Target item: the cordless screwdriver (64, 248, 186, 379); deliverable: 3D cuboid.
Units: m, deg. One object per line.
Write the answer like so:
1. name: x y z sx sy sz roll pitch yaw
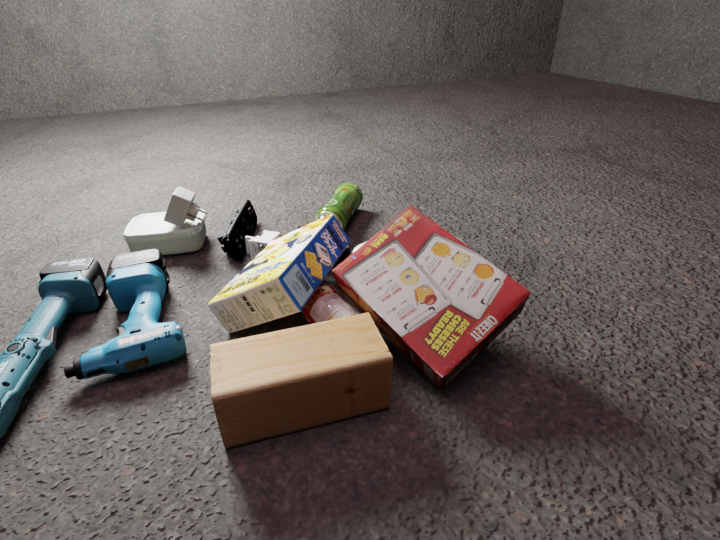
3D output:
1. cordless screwdriver: -0.377 0.066 0.680 0.155 0.072 0.262 -16 38 -19

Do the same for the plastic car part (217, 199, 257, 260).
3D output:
1. plastic car part: -0.272 -0.090 0.936 0.068 0.063 0.207 -23 29 17

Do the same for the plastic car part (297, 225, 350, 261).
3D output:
1. plastic car part: -0.081 -0.053 0.824 0.120 0.066 0.069 7 -4 15

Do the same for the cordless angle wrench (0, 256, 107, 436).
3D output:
1. cordless angle wrench: -0.476 0.126 0.598 0.097 0.072 0.440 -7 34 -7

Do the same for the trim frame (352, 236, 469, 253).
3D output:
1. trim frame: 0.098 -0.027 0.825 0.242 0.027 0.194 -16 33 -22
